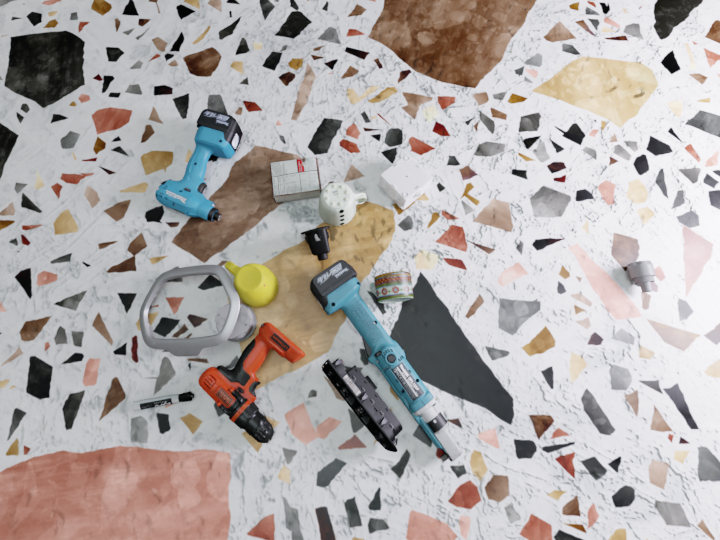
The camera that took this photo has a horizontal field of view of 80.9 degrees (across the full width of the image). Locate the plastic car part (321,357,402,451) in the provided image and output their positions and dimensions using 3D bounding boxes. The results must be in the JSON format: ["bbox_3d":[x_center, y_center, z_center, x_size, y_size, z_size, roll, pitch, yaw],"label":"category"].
[{"bbox_3d":[0.008,0.250,0.812,0.065,0.066,0.209,-26,70,-33],"label":"plastic car part"}]

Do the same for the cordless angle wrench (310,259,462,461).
[{"bbox_3d":[0.054,0.172,0.827,0.097,0.073,0.434,-35,76,-8],"label":"cordless angle wrench"}]

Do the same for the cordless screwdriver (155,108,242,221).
[{"bbox_3d":[-0.348,-0.238,0.978,0.162,0.073,0.249,23,79,9],"label":"cordless screwdriver"}]

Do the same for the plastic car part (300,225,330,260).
[{"bbox_3d":[-0.087,-0.057,0.891,0.066,0.118,0.070,-16,99,-5],"label":"plastic car part"}]

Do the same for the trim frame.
[{"bbox_3d":[-0.354,0.081,0.867,0.255,0.026,0.188,-7,71,17],"label":"trim frame"}]
